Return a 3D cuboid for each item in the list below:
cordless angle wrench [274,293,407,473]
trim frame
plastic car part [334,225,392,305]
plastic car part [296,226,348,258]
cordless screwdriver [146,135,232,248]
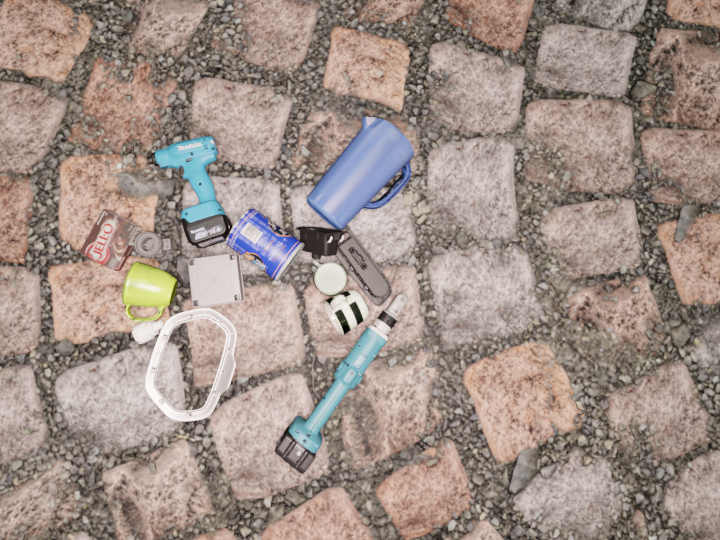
[{"bbox_3d":[-0.025,0.222,0.910,0.075,0.097,0.422,36,80,2],"label":"cordless angle wrench"},{"bbox_3d":[-0.369,0.205,0.930,0.184,0.027,0.249,17,81,-1],"label":"trim frame"},{"bbox_3d":[0.004,-0.014,0.954,0.066,0.067,0.203,-35,89,-14],"label":"plastic car part"},{"bbox_3d":[-0.092,-0.060,0.943,0.063,0.123,0.070,-7,101,-46],"label":"plastic car part"},{"bbox_3d":[-0.384,-0.174,0.953,0.158,0.074,0.252,-14,80,-4],"label":"cordless screwdriver"}]
